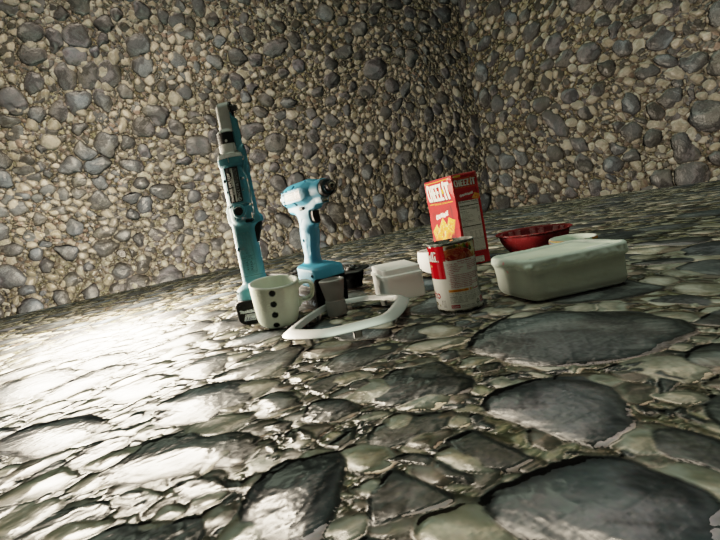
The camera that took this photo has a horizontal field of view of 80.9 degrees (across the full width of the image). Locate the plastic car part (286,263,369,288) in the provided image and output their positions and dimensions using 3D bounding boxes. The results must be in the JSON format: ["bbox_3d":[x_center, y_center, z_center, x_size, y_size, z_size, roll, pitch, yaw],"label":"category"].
[{"bbox_3d":[-0.077,0.018,0.976,0.210,0.067,0.064,-7,6,27],"label":"plastic car part"}]

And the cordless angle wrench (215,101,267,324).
[{"bbox_3d":[-0.226,-0.113,0.819,0.099,0.421,0.074,-10,3,5],"label":"cordless angle wrench"}]

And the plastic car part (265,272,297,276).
[{"bbox_3d":[-0.199,0.042,0.959,0.063,0.070,0.122,-15,8,-43],"label":"plastic car part"}]

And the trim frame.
[{"bbox_3d":[-0.020,0.071,0.651,0.189,0.027,0.244,-9,8,15],"label":"trim frame"}]

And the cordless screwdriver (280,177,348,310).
[{"bbox_3d":[-0.079,-0.052,0.811,0.072,0.247,0.166,-13,5,-35],"label":"cordless screwdriver"}]
